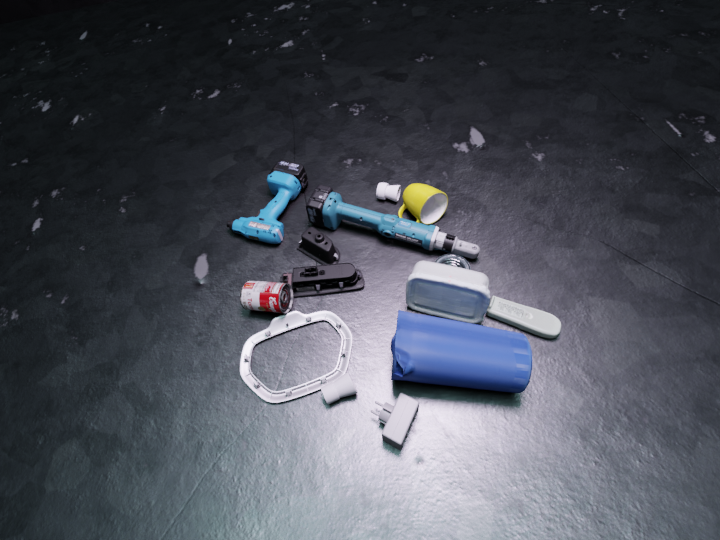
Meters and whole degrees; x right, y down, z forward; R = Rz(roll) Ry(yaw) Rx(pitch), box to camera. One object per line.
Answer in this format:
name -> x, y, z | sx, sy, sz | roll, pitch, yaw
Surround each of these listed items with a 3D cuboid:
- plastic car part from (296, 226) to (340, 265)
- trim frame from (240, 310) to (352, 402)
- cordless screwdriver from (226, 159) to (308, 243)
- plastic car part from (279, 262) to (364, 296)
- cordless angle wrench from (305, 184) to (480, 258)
plastic car part -> -0.102, -0.066, 1.039 | 0.123, 0.068, 0.065 | 31, 65, 30
trim frame -> -0.137, 0.174, 0.898 | 0.248, 0.026, 0.193 | -20, 53, -3
cordless screwdriver -> -0.250, -0.190, 1.155 | 0.164, 0.071, 0.251 | 12, 61, 17
plastic car part -> -0.093, 0.014, 0.987 | 0.204, 0.064, 0.068 | -3, 47, 4
cordless angle wrench -> 0.073, -0.107, 1.028 | 0.437, 0.094, 0.075 | 19, 62, 18
